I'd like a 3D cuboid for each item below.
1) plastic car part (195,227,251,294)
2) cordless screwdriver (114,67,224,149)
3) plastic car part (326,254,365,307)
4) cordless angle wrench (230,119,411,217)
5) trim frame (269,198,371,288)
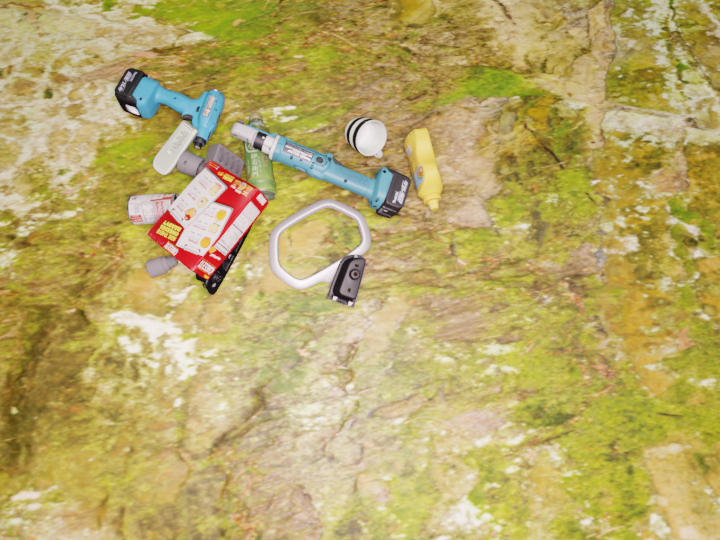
[{"bbox_3d":[-0.308,-0.048,0.940,0.068,0.065,0.204,16,72,7],"label":"plastic car part"},{"bbox_3d":[-0.476,-0.397,1.047,0.248,0.074,0.161,14,72,-2],"label":"cordless screwdriver"},{"bbox_3d":[-0.021,0.017,0.913,0.065,0.072,0.117,20,84,-10],"label":"plastic car part"},{"bbox_3d":[-0.096,-0.243,0.970,0.419,0.074,0.099,22,72,-5],"label":"cordless angle wrench"},{"bbox_3d":[-0.095,-0.062,0.972,0.246,0.027,0.189,-32,75,-13],"label":"trim frame"}]
